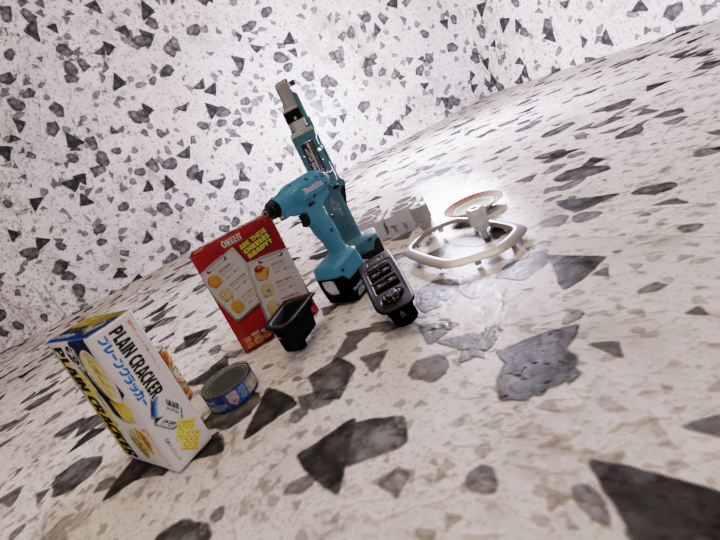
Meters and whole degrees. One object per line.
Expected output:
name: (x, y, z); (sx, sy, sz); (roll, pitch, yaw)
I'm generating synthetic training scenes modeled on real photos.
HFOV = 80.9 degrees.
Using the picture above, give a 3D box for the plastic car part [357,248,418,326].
plastic car part: (0.045, 0.032, 0.678); (0.066, 0.065, 0.207); (-26, 18, 2)

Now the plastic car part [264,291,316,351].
plastic car part: (-0.111, 0.096, 0.711); (0.067, 0.069, 0.117); (-20, 18, 21)

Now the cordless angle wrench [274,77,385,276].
cordless angle wrench: (-0.071, -0.185, 0.867); (0.099, 0.413, 0.075); (-25, 14, 6)

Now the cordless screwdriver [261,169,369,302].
cordless screwdriver: (-0.076, -0.050, 0.782); (0.077, 0.243, 0.156); (-12, 20, 44)

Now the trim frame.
trim frame: (0.186, -0.056, 0.783); (0.182, 0.027, 0.258); (-31, 19, -13)
